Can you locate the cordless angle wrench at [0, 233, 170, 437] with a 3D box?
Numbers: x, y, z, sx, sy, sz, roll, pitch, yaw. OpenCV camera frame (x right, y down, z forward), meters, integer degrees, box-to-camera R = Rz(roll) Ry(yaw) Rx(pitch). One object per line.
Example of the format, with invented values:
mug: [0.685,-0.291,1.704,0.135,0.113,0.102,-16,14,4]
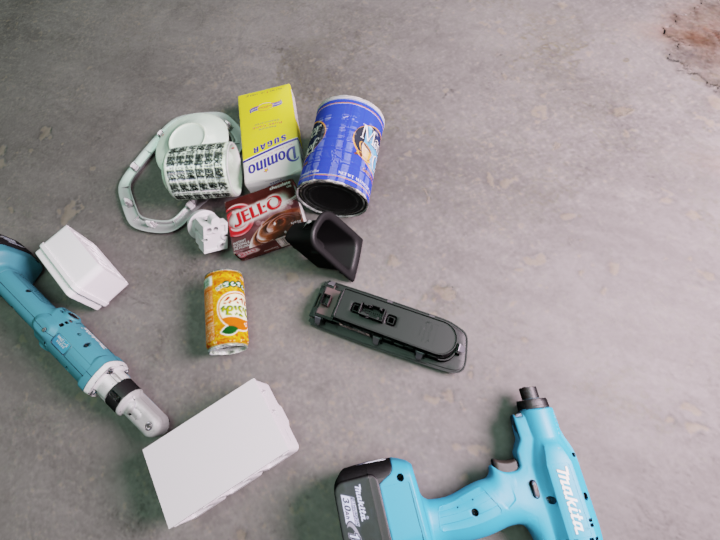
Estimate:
cordless angle wrench: [-0.418,0.084,0.590,0.438,0.095,0.074,34,80,18]

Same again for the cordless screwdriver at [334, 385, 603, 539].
cordless screwdriver: [0.098,0.216,0.439,0.250,0.072,0.164,-9,66,3]

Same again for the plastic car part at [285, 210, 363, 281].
plastic car part: [-0.055,-0.036,0.561,0.074,0.110,0.067,-2,66,34]

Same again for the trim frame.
trim frame: [-0.301,-0.173,0.706,0.191,0.026,0.248,28,74,19]

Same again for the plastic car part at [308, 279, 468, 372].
plastic car part: [0.034,0.063,0.524,0.209,0.065,0.067,19,65,15]
